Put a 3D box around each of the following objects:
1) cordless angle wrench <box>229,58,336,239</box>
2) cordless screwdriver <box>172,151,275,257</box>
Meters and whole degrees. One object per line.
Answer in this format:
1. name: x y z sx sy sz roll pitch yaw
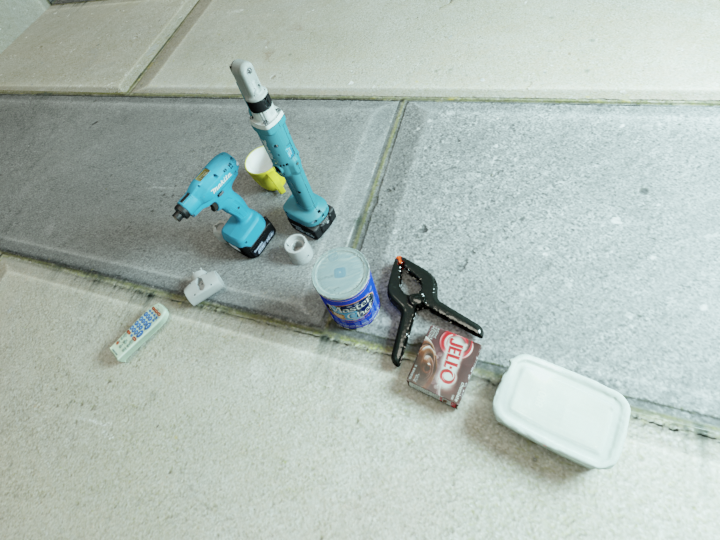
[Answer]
1. cordless angle wrench: -0.142 -0.210 0.802 0.103 0.404 0.074 28 69 26
2. cordless screwdriver: -0.279 -0.109 0.880 0.078 0.238 0.159 26 69 25
